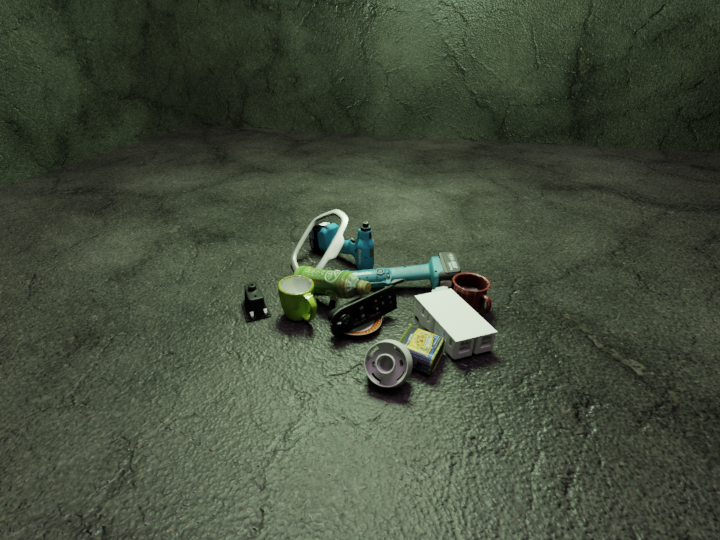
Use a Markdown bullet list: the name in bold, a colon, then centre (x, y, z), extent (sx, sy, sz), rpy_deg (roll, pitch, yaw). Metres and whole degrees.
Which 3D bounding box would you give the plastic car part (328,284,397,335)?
- **plastic car part**: centre (-0.002, 0.093, 1.045), extent (0.197, 0.064, 0.071), rpy_deg (-24, 28, -35)

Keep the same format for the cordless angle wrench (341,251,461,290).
- **cordless angle wrench**: centre (0.058, 0.021, 1.194), extent (0.425, 0.071, 0.101), rpy_deg (-6, 44, 4)

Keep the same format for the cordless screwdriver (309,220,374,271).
- **cordless screwdriver**: centre (-0.058, -0.105, 1.343), extent (0.072, 0.155, 0.263), rpy_deg (-24, 35, -39)

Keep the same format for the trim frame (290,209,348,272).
- **trim frame**: centre (-0.127, -0.083, 1.300), extent (0.194, 0.026, 0.249), rpy_deg (15, 70, 47)

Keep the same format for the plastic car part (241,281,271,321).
- **plastic car part**: centre (-0.286, 0.072, 1.129), extent (0.064, 0.069, 0.123), rpy_deg (-11, 34, -22)
